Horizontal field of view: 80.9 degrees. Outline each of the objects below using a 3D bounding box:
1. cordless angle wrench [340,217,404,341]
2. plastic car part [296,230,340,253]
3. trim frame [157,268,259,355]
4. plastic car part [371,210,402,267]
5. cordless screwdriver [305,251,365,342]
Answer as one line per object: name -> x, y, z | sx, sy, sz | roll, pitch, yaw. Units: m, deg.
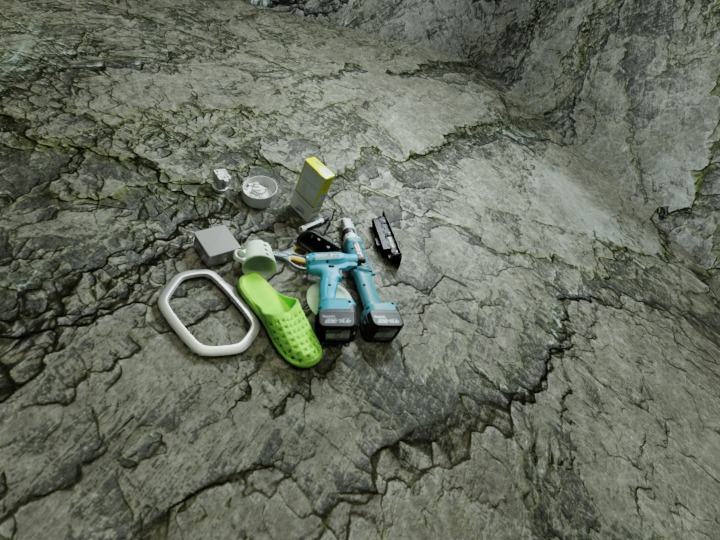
cordless angle wrench -> 0.004, -0.002, 1.173 | 0.095, 0.073, 0.442 | 3, 44, -23
plastic car part -> -0.117, -0.076, 1.193 | 0.117, 0.066, 0.071 | 34, 17, 1
trim frame -> -0.339, 0.091, 0.955 | 0.258, 0.027, 0.179 | 40, 46, 19
plastic car part -> 0.075, -0.099, 1.312 | 0.067, 0.064, 0.211 | -10, 50, -1
cordless screwdriver -> -0.048, 0.052, 1.045 | 0.157, 0.072, 0.259 | -5, 48, -8
